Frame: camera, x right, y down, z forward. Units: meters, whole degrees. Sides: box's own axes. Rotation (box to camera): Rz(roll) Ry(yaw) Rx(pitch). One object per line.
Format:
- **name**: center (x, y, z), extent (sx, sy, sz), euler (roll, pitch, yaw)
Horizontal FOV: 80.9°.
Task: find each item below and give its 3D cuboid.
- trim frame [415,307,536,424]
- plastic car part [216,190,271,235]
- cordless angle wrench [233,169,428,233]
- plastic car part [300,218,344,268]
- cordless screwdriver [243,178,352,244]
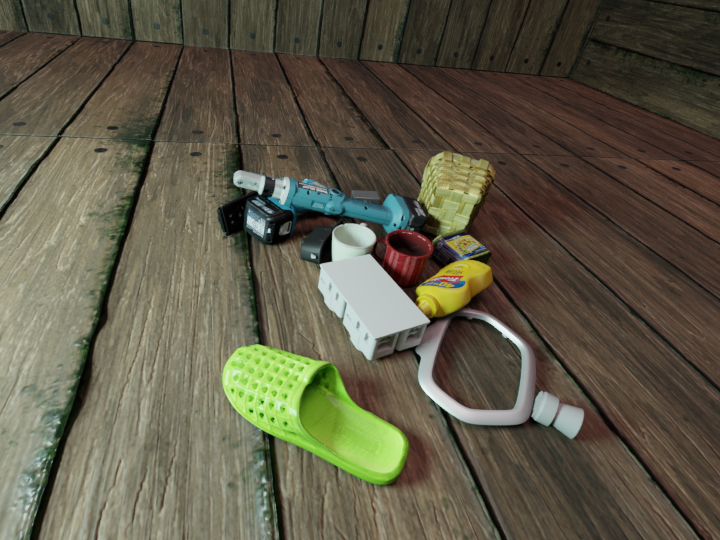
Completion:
- **trim frame**: center (0.185, 0.145, 0.681), extent (0.190, 0.027, 0.247), euler (20, 40, 14)
- **plastic car part**: center (-0.252, -0.146, 0.962), extent (0.070, 0.064, 0.199), euler (4, 29, 38)
- **cordless angle wrench**: center (-0.061, -0.148, 0.905), extent (0.409, 0.074, 0.102), euler (11, 37, -19)
- **plastic car part**: center (-0.086, -0.056, 0.875), extent (0.074, 0.064, 0.115), euler (11, 37, 27)
- **cordless screwdriver**: center (-0.131, -0.131, 0.951), extent (0.166, 0.073, 0.242), euler (31, 38, 22)
